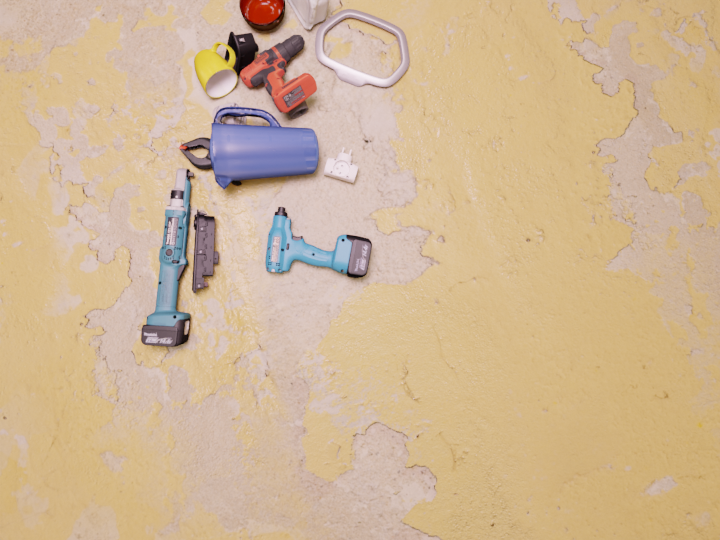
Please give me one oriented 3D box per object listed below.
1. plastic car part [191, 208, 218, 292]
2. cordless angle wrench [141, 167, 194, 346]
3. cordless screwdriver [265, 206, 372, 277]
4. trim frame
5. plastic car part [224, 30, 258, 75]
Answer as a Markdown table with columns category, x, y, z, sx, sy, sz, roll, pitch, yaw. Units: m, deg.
| category | x | y | z | sx | sy | sz | roll | pitch | yaw |
| --- | --- | --- | --- | --- | --- | --- | --- | --- | --- |
| plastic car part | -0.374 | -0.049 | 1.011 | 0.066 | 0.067 | 0.204 | -2 | 86 | -13 |
| cordless angle wrench | -0.446 | -0.038 | 1.008 | 0.098 | 0.074 | 0.426 | 3 | 83 | -2 |
| cordless screwdriver | -0.099 | -0.064 | 1.008 | 0.251 | 0.073 | 0.160 | 5 | 86 | 4 |
| trim frame | 0.005 | -0.560 | 1.070 | 0.248 | 0.027 | 0.184 | 22 | 85 | 0 |
| plastic car part | -0.285 | -0.532 | 1.032 | 0.069 | 0.119 | 0.066 | -28 | 90 | -28 |
